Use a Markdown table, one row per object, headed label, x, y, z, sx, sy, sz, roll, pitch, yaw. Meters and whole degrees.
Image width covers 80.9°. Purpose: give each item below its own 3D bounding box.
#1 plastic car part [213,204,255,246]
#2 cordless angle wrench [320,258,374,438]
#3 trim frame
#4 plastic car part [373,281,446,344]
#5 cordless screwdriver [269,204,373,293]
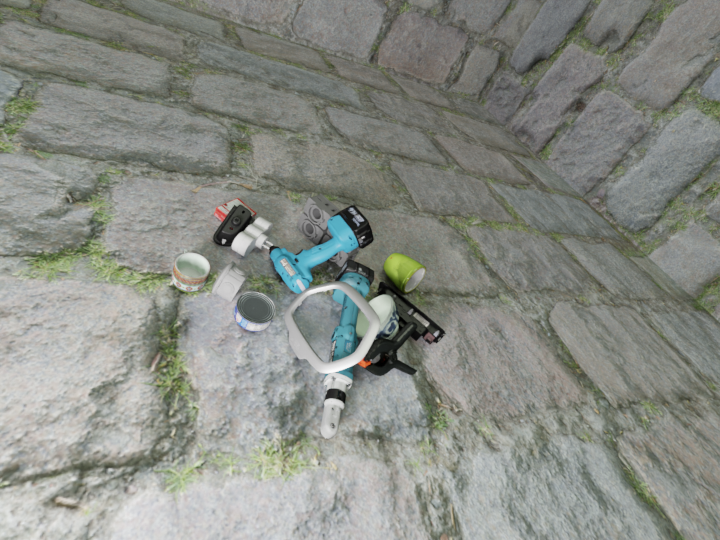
| label | x | y | z | sx | sy | sz | roll | pitch | yaw |
| --- | --- | --- | --- | --- | --- | --- | --- | --- | --- |
| plastic car part | -0.307 | -0.115 | 1.037 | 0.065 | 0.072 | 0.117 | 34 | 57 | -11 |
| cordless angle wrench | -0.035 | 0.149 | 0.908 | 0.073 | 0.098 | 0.432 | 24 | 40 | -14 |
| trim frame | -0.067 | 0.111 | 0.889 | 0.183 | 0.026 | 0.263 | -34 | 43 | -10 |
| plastic car part | 0.109 | 0.114 | 1.064 | 0.066 | 0.065 | 0.210 | -37 | 69 | -24 |
| cordless screwdriver | -0.102 | -0.067 | 1.044 | 0.247 | 0.071 | 0.168 | -36 | 52 | -8 |
